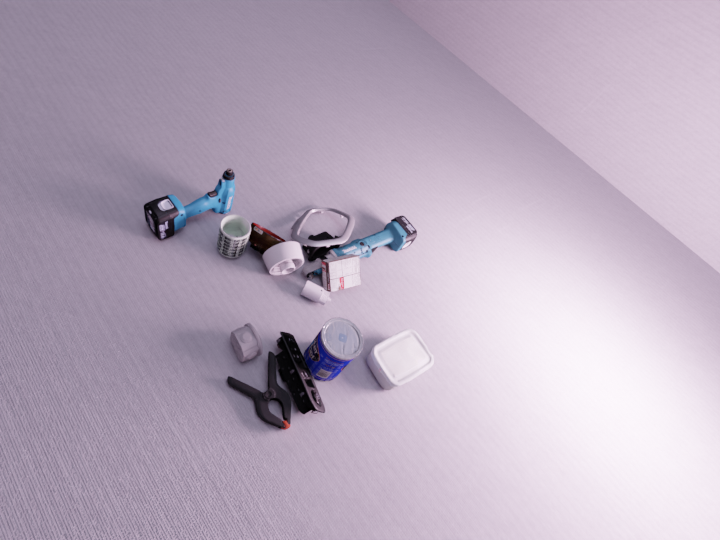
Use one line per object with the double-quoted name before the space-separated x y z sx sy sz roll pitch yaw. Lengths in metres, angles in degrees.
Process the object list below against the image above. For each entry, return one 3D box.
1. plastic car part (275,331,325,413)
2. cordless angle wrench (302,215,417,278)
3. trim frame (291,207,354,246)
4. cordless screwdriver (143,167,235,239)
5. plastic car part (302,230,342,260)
"plastic car part" -0.149 0.243 0.978 0.067 0.063 0.212 -34 65 0
"cordless angle wrench" -0.003 -0.065 1.294 0.410 0.074 0.101 -24 67 -34
"trim frame" -0.115 -0.133 1.276 0.187 0.027 0.252 7 35 7
"cordless screwdriver" -0.445 -0.185 1.132 0.242 0.159 0.076 -30 73 -37
"plastic car part" -0.123 -0.081 1.260 0.113 0.065 0.074 -21 54 -33
